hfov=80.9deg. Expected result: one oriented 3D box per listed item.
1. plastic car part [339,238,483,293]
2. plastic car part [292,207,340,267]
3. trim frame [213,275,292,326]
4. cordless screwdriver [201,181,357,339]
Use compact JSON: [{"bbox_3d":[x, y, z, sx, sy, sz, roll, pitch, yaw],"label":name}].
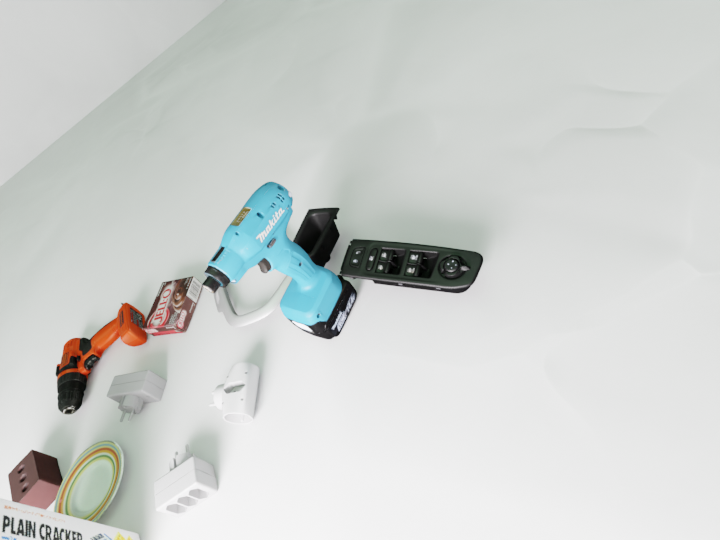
[{"bbox_3d":[0.073,0.001,0.618,0.213,0.063,0.067,4,55,33],"label":"plastic car part"},{"bbox_3d":[-0.073,-0.048,0.744,0.069,0.067,0.118,-1,53,30],"label":"plastic car part"},{"bbox_3d":[-0.207,0.006,0.808,0.184,0.026,0.262,-36,44,-1],"label":"trim frame"},{"bbox_3d":[-0.105,0.017,0.586,0.078,0.236,0.159,10,58,36],"label":"cordless screwdriver"}]
